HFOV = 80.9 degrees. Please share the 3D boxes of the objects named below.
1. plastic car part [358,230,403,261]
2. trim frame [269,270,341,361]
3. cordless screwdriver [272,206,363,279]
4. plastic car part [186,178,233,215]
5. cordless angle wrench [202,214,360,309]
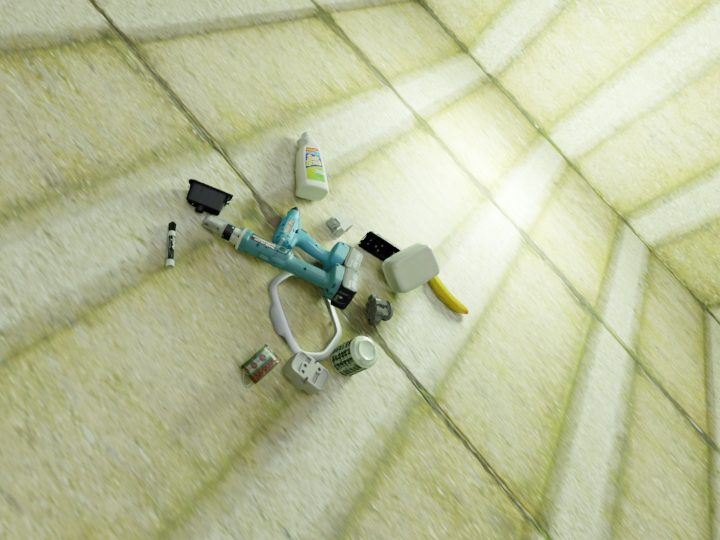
[{"bbox_3d":[0.091,-0.059,1.322,0.199,0.066,0.068,33,23,-10],"label":"plastic car part"},{"bbox_3d":[-0.142,0.110,1.075,0.176,0.028,0.255,-10,69,-39],"label":"trim frame"},{"bbox_3d":[-0.116,-0.076,1.185,0.244,0.075,0.161,28,44,-10],"label":"cordless screwdriver"},{"bbox_3d":[-0.395,-0.178,1.082,0.113,0.067,0.072,19,67,-19],"label":"plastic car part"},{"bbox_3d":[-0.206,-0.035,1.078,0.419,0.074,0.099,26,35,-5],"label":"cordless angle wrench"}]
